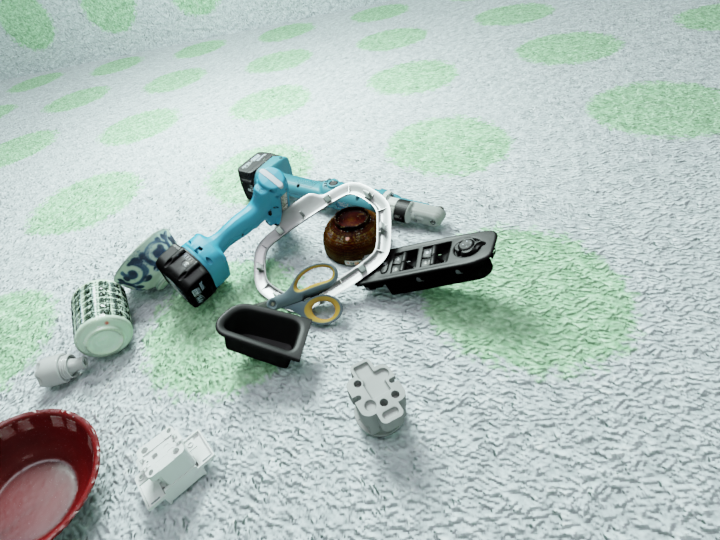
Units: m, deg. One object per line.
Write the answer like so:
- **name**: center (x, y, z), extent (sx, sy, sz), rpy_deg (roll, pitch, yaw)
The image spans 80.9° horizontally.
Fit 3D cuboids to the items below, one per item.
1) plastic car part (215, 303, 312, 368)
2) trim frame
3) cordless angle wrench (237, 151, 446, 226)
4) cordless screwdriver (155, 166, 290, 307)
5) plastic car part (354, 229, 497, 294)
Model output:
- **plastic car part**: center (-0.130, 0.093, 0.562), extent (0.118, 0.069, 0.067), rpy_deg (13, 44, 4)
- **trim frame**: center (-0.065, -0.043, 0.665), extent (0.250, 0.026, 0.193), rpy_deg (-34, 57, 8)
- **cordless angle wrench**: center (-0.049, -0.146, 0.807), extent (0.443, 0.071, 0.097), rpy_deg (18, 50, 28)
- **cordless screwdriver**: center (-0.212, -0.051, 0.714), extent (0.076, 0.156, 0.247), rpy_deg (39, 71, 10)
- **plastic car part**: center (0.094, -0.002, 0.594), extent (0.210, 0.065, 0.066), rpy_deg (-16, 28, 33)
